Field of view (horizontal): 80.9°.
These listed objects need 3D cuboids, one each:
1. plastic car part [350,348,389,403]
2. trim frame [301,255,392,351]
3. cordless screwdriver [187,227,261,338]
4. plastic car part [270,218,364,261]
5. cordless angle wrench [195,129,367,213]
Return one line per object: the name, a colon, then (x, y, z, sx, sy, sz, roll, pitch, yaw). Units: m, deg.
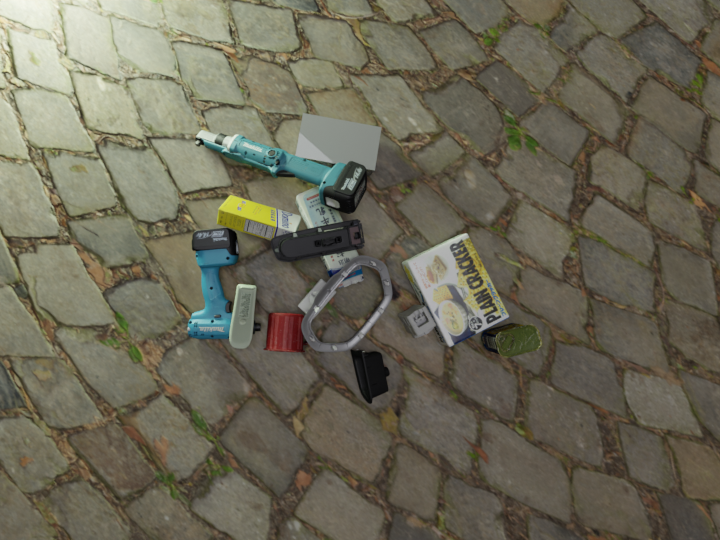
plastic car part: (0.030, 0.232, 0.961, 0.069, 0.067, 0.117, -15, 89, -21)
trim frame: (-0.025, 0.080, 0.945, 0.248, 0.029, 0.175, -49, 120, -1)
cordless screwdriver: (-0.305, 0.029, 0.956, 0.158, 0.075, 0.249, 0, 88, -4)
plastic car part: (-0.088, -0.058, 0.900, 0.201, 0.069, 0.065, -11, 105, -5)
cordless angle wrench: (-0.193, -0.245, 0.950, 0.436, 0.072, 0.098, 22, 68, 16)
